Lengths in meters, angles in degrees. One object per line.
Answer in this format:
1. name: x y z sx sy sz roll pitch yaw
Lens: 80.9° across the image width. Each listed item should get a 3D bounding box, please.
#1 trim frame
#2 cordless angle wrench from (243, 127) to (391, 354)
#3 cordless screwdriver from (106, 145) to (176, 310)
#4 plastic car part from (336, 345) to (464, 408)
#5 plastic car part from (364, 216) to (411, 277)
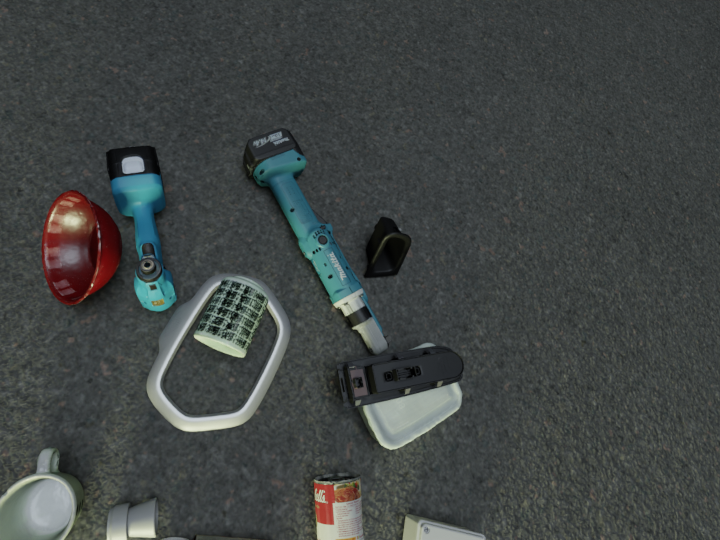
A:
1. trim frame: -0.214 0.120 0.653 0.182 0.028 0.250 26 67 -6
2. cordless angle wrench: -0.072 -0.047 0.734 0.096 0.075 0.429 -26 80 -23
3. cordless screwdriver: -0.321 -0.073 0.625 0.072 0.159 0.255 -11 72 -22
4. plastic car part: 0.071 0.151 0.633 0.197 0.067 0.068 -5 66 -21
5. plastic car part: 0.043 -0.049 0.749 0.064 0.114 0.074 -4 49 -20
